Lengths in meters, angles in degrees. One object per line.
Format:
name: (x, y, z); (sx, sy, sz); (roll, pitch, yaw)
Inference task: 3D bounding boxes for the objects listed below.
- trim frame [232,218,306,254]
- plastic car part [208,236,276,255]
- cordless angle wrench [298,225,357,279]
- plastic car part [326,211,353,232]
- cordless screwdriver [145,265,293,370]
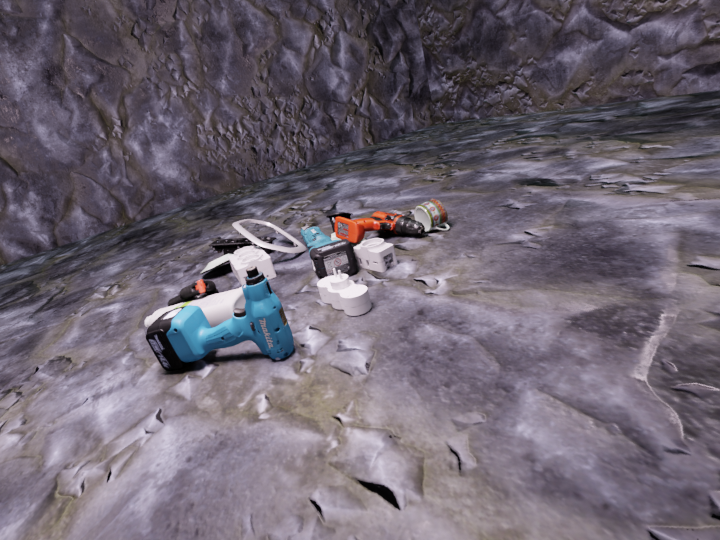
trim frame: (-0.266, -0.100, 1.236); (0.175, 0.027, 0.263); (-4, 26, -45)
plastic car part: (-0.354, -0.070, 1.286); (0.207, 0.066, 0.066); (-6, 8, 12)
cordless angle wrench: (-0.111, -0.072, 1.131); (0.097, 0.072, 0.438); (-19, 19, -11)
plastic car part: (-0.059, -0.132, 1.233); (0.067, 0.070, 0.115); (-11, 5, 13)
cordless screwdriver: (-0.246, 0.084, 0.720); (0.255, 0.155, 0.074); (-11, 19, 18)
